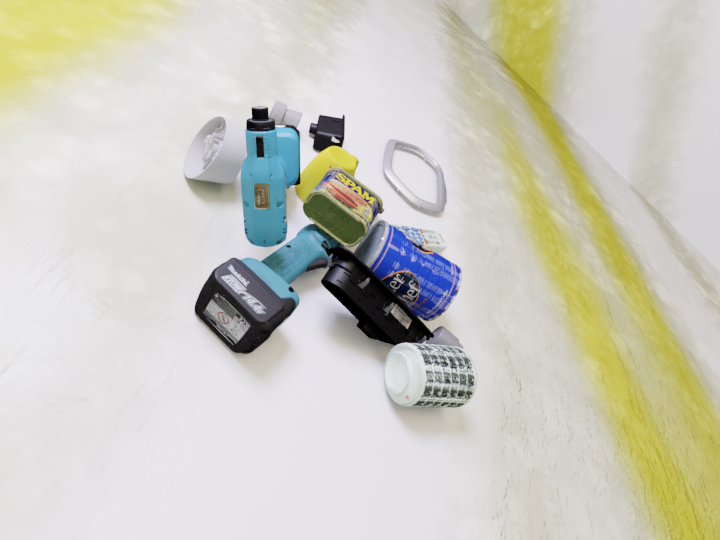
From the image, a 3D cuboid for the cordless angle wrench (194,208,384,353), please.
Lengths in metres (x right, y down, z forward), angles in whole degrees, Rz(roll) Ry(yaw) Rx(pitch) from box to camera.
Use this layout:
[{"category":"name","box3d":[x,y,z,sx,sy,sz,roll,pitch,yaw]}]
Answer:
[{"category":"cordless angle wrench","box3d":[-0.061,-0.040,0.628,0.099,0.075,0.417,42,38,2]}]

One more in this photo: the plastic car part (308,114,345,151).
[{"category":"plastic car part","box3d":[-0.069,-0.278,0.856,0.069,0.065,0.120,10,43,-13]}]

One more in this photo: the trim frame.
[{"category":"trim frame","box3d":[0.130,-0.221,0.972,0.180,0.027,0.253,26,40,-13]}]

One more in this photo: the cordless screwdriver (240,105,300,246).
[{"category":"cordless screwdriver","box3d":[-0.121,-0.154,0.572,0.074,0.155,0.256,0,29,-6]}]

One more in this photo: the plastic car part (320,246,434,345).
[{"category":"plastic car part","box3d":[0.013,0.046,0.568,0.067,0.069,0.194,-48,118,-17]}]
